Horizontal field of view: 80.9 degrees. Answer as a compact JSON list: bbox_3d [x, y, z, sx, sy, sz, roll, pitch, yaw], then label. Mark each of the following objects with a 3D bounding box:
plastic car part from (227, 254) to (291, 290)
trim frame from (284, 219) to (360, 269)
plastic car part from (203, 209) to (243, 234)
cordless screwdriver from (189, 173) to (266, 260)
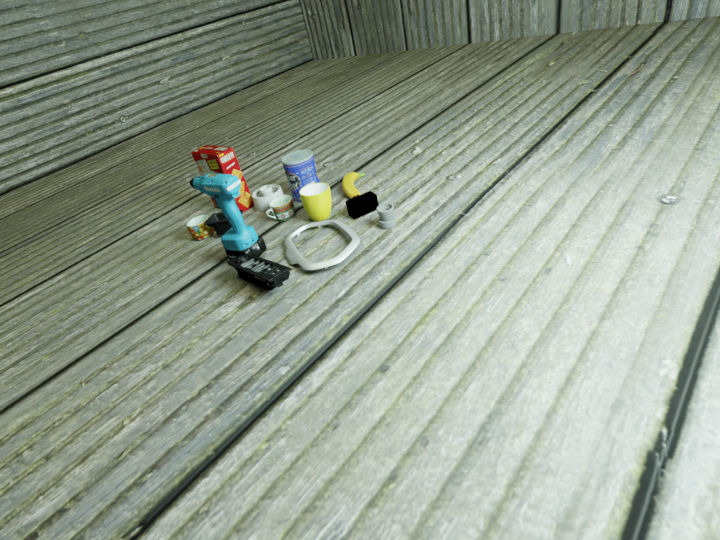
[{"bbox_3d":[-0.243,0.005,1.013,0.215,0.064,0.065,20,47,41],"label":"plastic car part"},{"bbox_3d":[-0.107,-0.070,1.094,0.182,0.026,0.262,-26,36,-14],"label":"trim frame"},{"bbox_3d":[-0.398,-0.137,1.273,0.120,0.068,0.067,-3,35,18],"label":"plastic car part"},{"bbox_3d":[-0.348,-0.137,1.101,0.167,0.239,0.073,10,40,33],"label":"cordless screwdriver"}]
